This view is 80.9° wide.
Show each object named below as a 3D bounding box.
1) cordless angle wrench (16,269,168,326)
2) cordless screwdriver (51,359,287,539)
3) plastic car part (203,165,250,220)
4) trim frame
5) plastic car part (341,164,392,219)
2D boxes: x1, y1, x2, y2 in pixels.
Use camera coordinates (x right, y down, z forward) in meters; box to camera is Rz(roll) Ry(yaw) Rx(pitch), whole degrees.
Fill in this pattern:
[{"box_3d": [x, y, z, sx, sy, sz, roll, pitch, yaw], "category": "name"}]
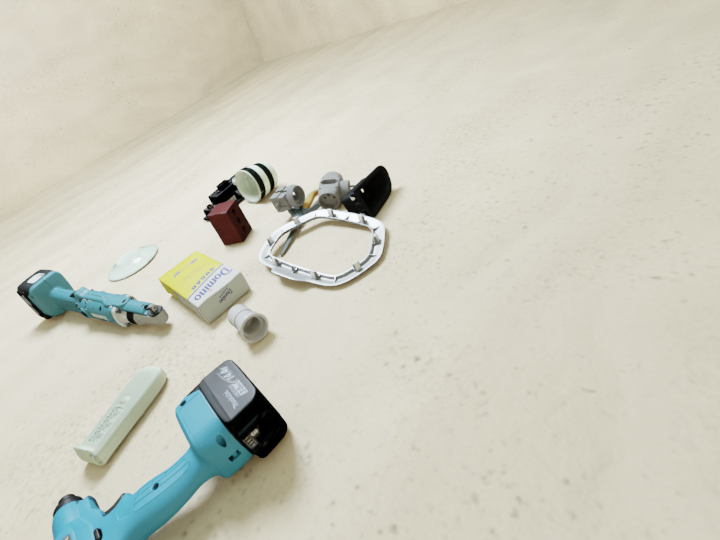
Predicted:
[{"box_3d": [-0.521, 0.065, 0.827, 0.442, 0.094, 0.074, 5, 42, 30], "category": "cordless angle wrench"}, {"box_3d": [-0.207, 0.208, 0.445, 0.168, 0.071, 0.247, 18, 57, 46], "category": "cordless screwdriver"}, {"box_3d": [-0.330, -0.206, 1.086, 0.069, 0.064, 0.201, -2, 37, 41], "category": "plastic car part"}, {"box_3d": [-0.071, -0.046, 0.725, 0.263, 0.026, 0.182, 18, 55, 39], "category": "trim frame"}, {"box_3d": [0.006, -0.144, 0.797, 0.074, 0.064, 0.116, -15, 29, 40], "category": "plastic car part"}]
